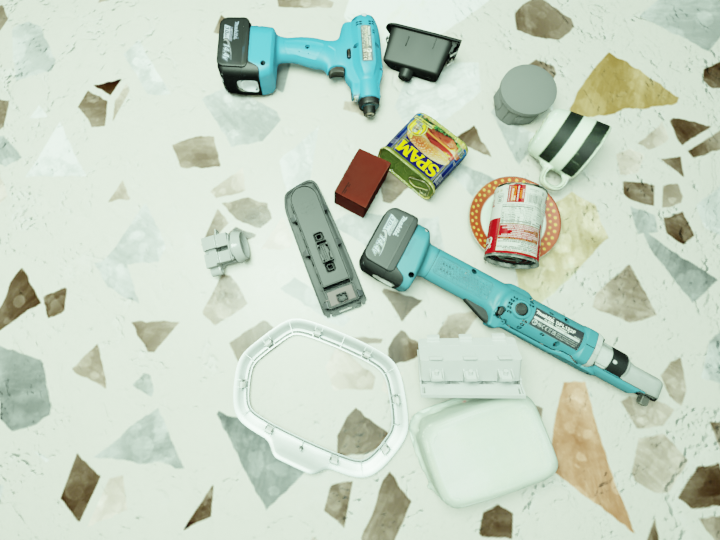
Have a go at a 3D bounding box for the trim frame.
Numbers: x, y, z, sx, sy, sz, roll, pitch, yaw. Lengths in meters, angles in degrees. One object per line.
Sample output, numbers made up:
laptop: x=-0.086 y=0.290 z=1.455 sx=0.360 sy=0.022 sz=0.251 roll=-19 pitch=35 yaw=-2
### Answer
trim frame: x=-0.055 y=0.174 z=0.576 sx=0.251 sy=0.027 sz=0.184 roll=23 pitch=82 yaw=4

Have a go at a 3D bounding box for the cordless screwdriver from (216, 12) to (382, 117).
cordless screwdriver: x=-0.090 y=-0.308 z=0.649 sx=0.248 sy=0.074 sz=0.161 roll=-3 pitch=80 yaw=-3

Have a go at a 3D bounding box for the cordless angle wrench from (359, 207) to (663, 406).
cordless angle wrench: x=0.203 y=0.054 z=0.570 sx=0.427 sy=0.073 sz=0.098 roll=29 pitch=81 yaw=5

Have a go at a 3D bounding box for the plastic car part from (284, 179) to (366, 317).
plastic car part: x=-0.059 y=-0.039 z=0.602 sx=0.066 sy=0.065 sz=0.207 roll=-23 pitch=77 yaw=3

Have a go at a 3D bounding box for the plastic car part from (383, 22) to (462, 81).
plastic car part: x=0.086 y=-0.329 z=0.656 sx=0.118 sy=0.065 sz=0.071 roll=17 pitch=95 yaw=7
